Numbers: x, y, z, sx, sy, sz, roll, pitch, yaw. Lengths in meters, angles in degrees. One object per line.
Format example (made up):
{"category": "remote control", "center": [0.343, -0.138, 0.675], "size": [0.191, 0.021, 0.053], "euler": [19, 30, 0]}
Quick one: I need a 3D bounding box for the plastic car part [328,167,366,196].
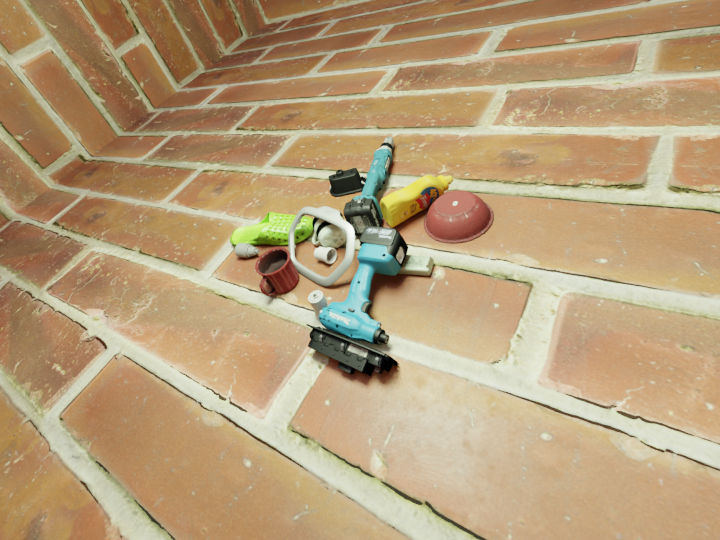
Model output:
{"category": "plastic car part", "center": [-0.046, -0.268, 1.252], "size": [0.119, 0.068, 0.068], "euler": [-9, 42, 13]}

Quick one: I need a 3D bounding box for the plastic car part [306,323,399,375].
{"category": "plastic car part", "center": [-0.030, 0.160, 0.831], "size": [0.214, 0.062, 0.067], "euler": [20, 83, 37]}

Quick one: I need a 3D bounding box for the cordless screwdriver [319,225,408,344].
{"category": "cordless screwdriver", "center": [0.030, 0.031, 0.893], "size": [0.168, 0.070, 0.249], "euler": [14, 68, 36]}

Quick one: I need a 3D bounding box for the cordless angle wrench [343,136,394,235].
{"category": "cordless angle wrench", "center": [0.047, -0.266, 1.195], "size": [0.077, 0.093, 0.428], "euler": [-7, 42, 24]}

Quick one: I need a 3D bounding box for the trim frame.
{"category": "trim frame", "center": [-0.102, -0.067, 1.042], "size": [0.263, 0.026, 0.183], "euler": [27, 102, 45]}
